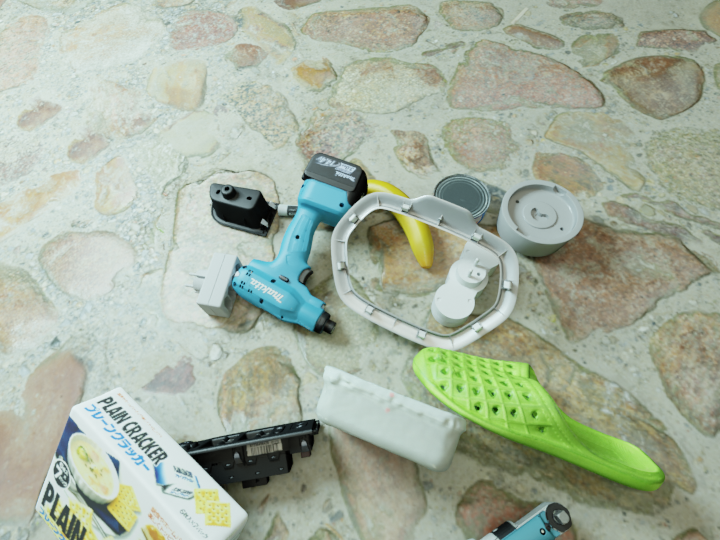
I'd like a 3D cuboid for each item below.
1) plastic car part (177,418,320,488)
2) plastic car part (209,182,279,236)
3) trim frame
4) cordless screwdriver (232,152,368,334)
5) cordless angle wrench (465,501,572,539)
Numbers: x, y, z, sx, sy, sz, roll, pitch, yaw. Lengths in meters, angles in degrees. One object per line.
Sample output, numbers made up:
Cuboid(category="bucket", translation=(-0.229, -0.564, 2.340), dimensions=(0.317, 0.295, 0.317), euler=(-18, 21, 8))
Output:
Cuboid(category="plastic car part", translation=(-0.148, 0.226, 0.514), dimensions=(0.203, 0.066, 0.067), euler=(-7, 88, 1))
Cuboid(category="plastic car part", translation=(-0.201, -0.110, 0.687), dimensions=(0.119, 0.069, 0.067), euler=(15, 64, 9))
Cuboid(category="trim frame", translation=(0.076, -0.003, 0.551), dimensions=(0.255, 0.027, 0.184), euler=(25, 95, 14))
Cuboid(category="cordless screwdriver", translation=(-0.061, -0.040, 0.624), dimensions=(0.163, 0.072, 0.249), euler=(26, 77, 13))
Cuboid(category="cordless angle wrench", translation=(0.038, 0.353, 0.414), dimensions=(0.417, 0.095, 0.077), euler=(-27, 65, -13))
